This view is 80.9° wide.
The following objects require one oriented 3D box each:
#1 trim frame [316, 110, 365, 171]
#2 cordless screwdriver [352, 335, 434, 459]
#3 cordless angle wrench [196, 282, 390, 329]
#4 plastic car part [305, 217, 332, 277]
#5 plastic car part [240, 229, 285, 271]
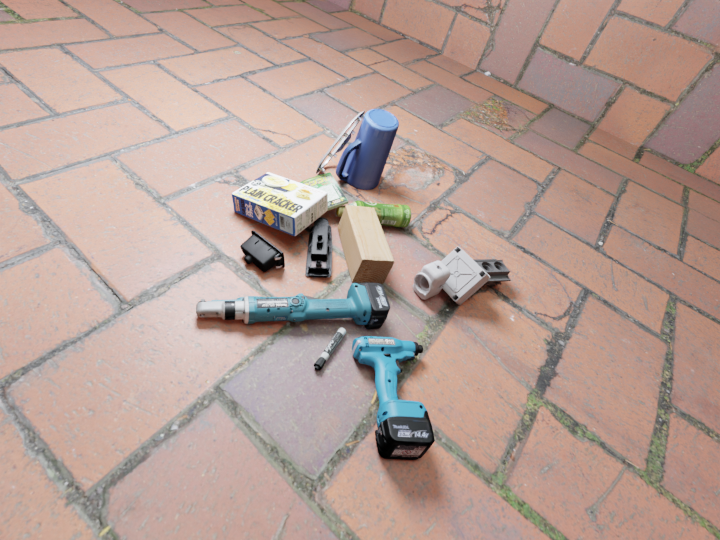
[{"bbox_3d":[-0.064,-0.405,1.348,0.027,0.249,0.185,37,17,-7],"label":"trim frame"},{"bbox_3d":[0.083,0.240,0.852,0.155,0.073,0.259,2,41,-17],"label":"cordless screwdriver"},{"bbox_3d":[-0.147,0.083,0.944,0.413,0.073,0.102,-1,46,-15],"label":"cordless angle wrench"},{"bbox_3d":[-0.109,-0.071,1.118,0.067,0.064,0.209,-4,41,2],"label":"plastic car part"},{"bbox_3d":[-0.251,-0.039,1.047,0.121,0.064,0.070,34,59,20],"label":"plastic car part"}]
